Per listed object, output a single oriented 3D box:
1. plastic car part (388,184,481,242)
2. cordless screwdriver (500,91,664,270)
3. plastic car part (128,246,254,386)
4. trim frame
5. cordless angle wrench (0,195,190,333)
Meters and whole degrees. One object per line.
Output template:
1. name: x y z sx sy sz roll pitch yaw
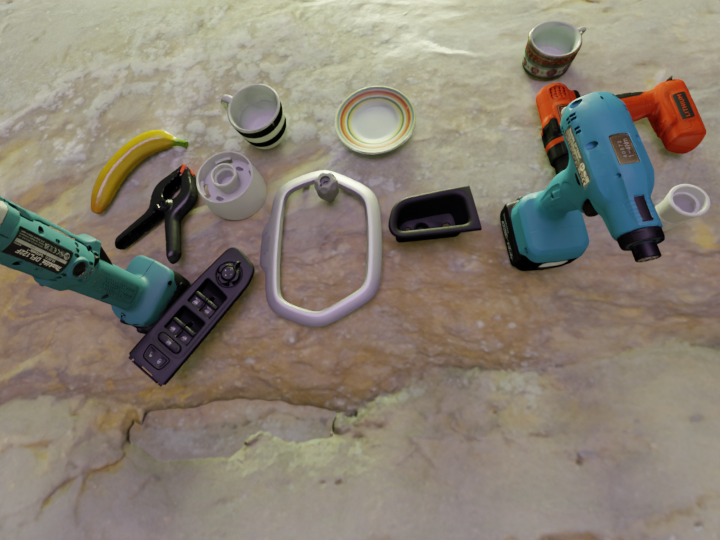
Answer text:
1. plastic car part: 0.095 -0.067 0.587 0.117 0.069 0.068 -9 70 4
2. cordless screwdriver: 0.234 -0.055 0.468 0.075 0.241 0.163 -8 71 2
3. plastic car part: -0.220 0.061 0.593 0.069 0.065 0.202 33 78 16
4. trim frame: -0.061 -0.040 0.625 0.187 0.026 0.253 -3 70 8
5. cordless angle wrench: -0.315 -0.012 0.450 0.076 0.410 0.098 23 75 11
